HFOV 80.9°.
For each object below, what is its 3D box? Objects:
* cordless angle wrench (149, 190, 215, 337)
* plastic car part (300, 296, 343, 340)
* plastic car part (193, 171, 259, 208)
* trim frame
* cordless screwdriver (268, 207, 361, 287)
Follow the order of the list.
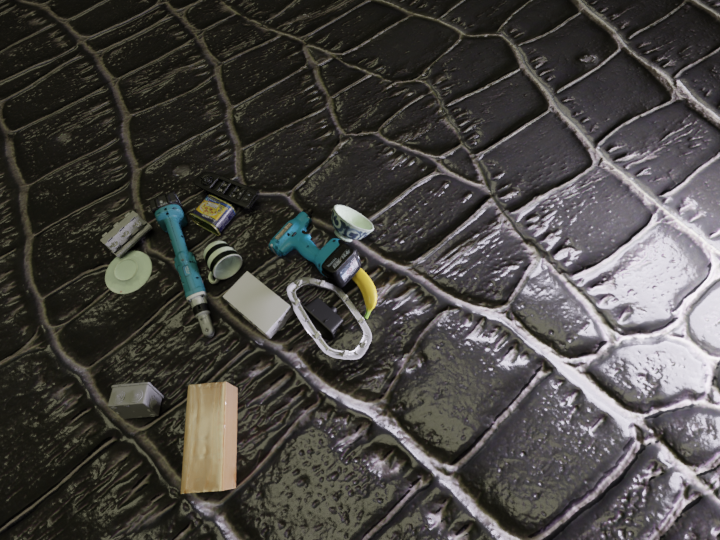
[{"bbox_3d":[-0.461,-0.019,1.118,0.073,0.095,0.439,-23,66,-12],"label":"cordless angle wrench"},{"bbox_3d":[-0.092,0.111,1.033,0.120,0.064,0.070,35,57,16],"label":"plastic car part"},{"bbox_3d":[-0.386,-0.229,1.224,0.208,0.065,0.066,25,75,13],"label":"plastic car part"},{"bbox_3d":[-0.073,0.104,0.990,0.176,0.027,0.261,-7,49,-39],"label":"trim frame"},{"bbox_3d":[-0.107,-0.070,1.093,0.262,0.071,0.158,27,68,33],"label":"cordless screwdriver"}]
